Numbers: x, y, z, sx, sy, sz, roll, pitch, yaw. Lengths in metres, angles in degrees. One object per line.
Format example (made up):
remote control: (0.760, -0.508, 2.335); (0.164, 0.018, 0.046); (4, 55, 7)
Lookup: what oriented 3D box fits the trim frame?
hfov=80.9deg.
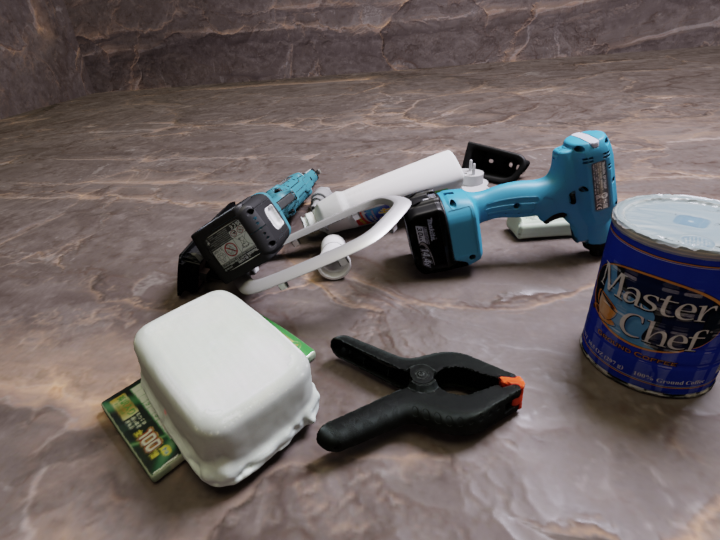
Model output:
trim frame: (-0.052, -0.034, 0.534); (0.252, 0.027, 0.187); (-24, 22, 14)

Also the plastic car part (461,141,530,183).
plastic car part: (0.262, -0.200, 0.797); (0.123, 0.065, 0.068); (26, 28, 36)

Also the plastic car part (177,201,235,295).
plastic car part: (-0.200, -0.042, 0.617); (0.067, 0.065, 0.207); (5, 32, -1)

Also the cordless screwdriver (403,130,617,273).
cordless screwdriver: (0.185, -0.058, 0.530); (0.252, 0.153, 0.076); (-17, 25, 11)

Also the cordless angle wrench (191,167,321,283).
cordless angle wrench: (-0.126, -0.110, 0.678); (0.099, 0.072, 0.426); (-28, 17, 17)
